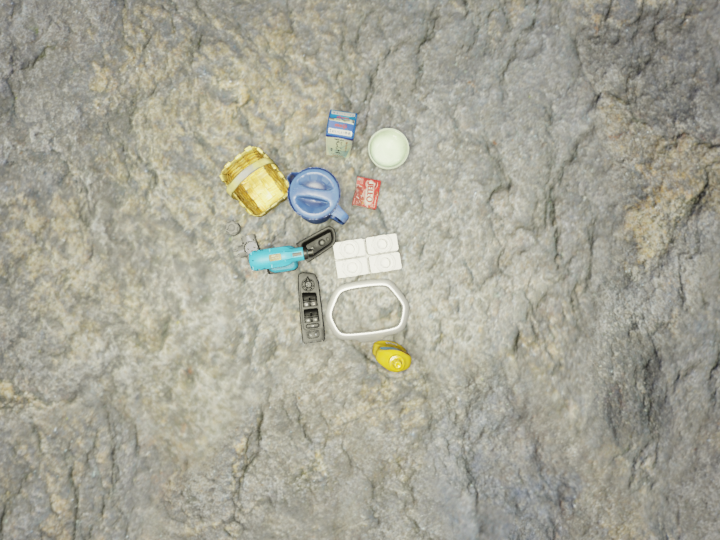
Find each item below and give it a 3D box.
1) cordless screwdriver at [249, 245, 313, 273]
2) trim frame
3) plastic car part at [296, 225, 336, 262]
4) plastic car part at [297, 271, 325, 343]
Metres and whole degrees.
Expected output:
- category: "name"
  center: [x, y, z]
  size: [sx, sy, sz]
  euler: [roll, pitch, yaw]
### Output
- category: "cordless screwdriver"
  center: [-0.204, -0.035, 1.157]
  size: [0.159, 0.248, 0.074]
  euler: [-8, 90, -2]
- category: "trim frame"
  center: [0.019, 0.121, 1.251]
  size: [0.249, 0.027, 0.185]
  euler: [-9, 87, 1]
- category: "plastic car part"
  center: [-0.122, -0.080, 1.245]
  size: [0.116, 0.071, 0.066]
  euler: [-31, 89, -1]
- category: "plastic car part"
  center: [-0.145, 0.105, 1.237]
  size: [0.066, 0.067, 0.204]
  euler: [-6, 87, -1]
